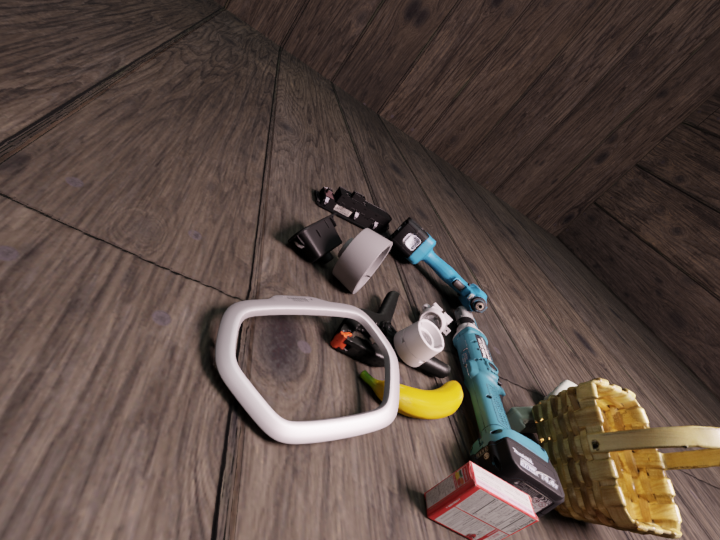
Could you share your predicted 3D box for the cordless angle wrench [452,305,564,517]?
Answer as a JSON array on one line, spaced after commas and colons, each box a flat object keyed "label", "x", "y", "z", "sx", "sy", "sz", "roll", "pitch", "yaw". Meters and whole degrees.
[{"label": "cordless angle wrench", "x": 0.197, "y": 0.175, "z": 0.686, "sx": 0.096, "sy": 0.074, "sz": 0.429, "roll": 34, "pitch": 23, "yaw": -12}]

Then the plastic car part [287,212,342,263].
[{"label": "plastic car part", "x": -0.071, "y": -0.046, "z": 0.726, "sx": 0.071, "sy": 0.067, "sz": 0.115, "roll": 53, "pitch": 28, "yaw": -4}]

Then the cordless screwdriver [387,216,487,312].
[{"label": "cordless screwdriver", "x": 0.172, "y": -0.007, "z": 0.917, "sx": 0.252, "sy": 0.074, "sz": 0.157, "roll": 44, "pitch": 9, "yaw": 5}]

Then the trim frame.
[{"label": "trim frame", "x": -0.050, "y": 0.102, "z": 0.491, "sx": 0.237, "sy": 0.027, "sz": 0.192, "roll": 4, "pitch": 49, "yaw": -35}]

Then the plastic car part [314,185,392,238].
[{"label": "plastic car part", "x": -0.007, "y": -0.140, "z": 0.963, "sx": 0.194, "sy": 0.067, "sz": 0.069, "roll": 29, "pitch": 20, "yaw": -25}]
